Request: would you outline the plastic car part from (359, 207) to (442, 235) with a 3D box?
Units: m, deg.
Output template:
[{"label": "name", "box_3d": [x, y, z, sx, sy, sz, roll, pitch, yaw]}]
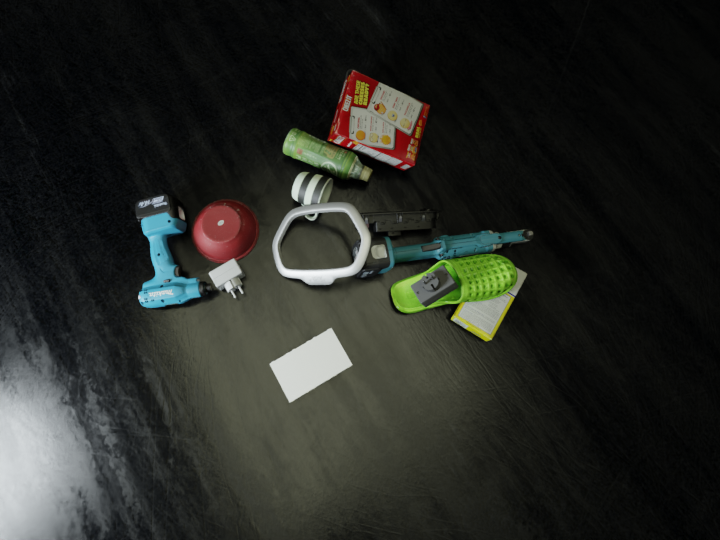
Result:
[{"label": "plastic car part", "box_3d": [0.095, -0.117, 0.998, 0.202, 0.066, 0.067, -7, 87, -3]}]

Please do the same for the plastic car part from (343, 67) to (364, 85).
[{"label": "plastic car part", "box_3d": [-0.024, -0.444, 1.079, 0.064, 0.073, 0.117, 3, 87, -21]}]

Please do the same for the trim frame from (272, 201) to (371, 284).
[{"label": "trim frame", "box_3d": [-0.093, -0.061, 0.946, 0.258, 0.026, 0.186, -3, 79, 25]}]

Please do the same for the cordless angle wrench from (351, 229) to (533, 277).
[{"label": "cordless angle wrench", "box_3d": [0.195, -0.053, 0.974, 0.418, 0.097, 0.076, -8, 78, -8]}]

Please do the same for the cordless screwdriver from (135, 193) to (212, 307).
[{"label": "cordless screwdriver", "box_3d": [-0.424, -0.048, 0.961, 0.160, 0.073, 0.252, -10, 79, 3]}]
